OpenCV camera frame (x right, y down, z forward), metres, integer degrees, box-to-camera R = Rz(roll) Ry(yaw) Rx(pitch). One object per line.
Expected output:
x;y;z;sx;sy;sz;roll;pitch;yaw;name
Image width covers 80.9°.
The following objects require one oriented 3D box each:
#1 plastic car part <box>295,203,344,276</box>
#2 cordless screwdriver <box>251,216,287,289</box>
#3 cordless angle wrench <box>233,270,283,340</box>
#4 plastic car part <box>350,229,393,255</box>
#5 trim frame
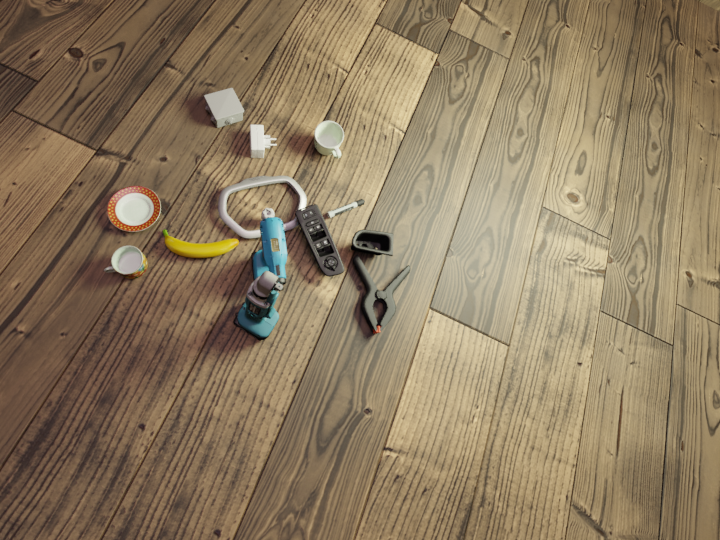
-0.111;-0.073;1.135;0.065;0.067;0.207;-22;77;-20;plastic car part
-0.210;-0.007;0.993;0.073;0.249;0.162;-5;74;-18;cordless screwdriver
-0.207;0.070;0.872;0.097;0.424;0.074;33;68;-5;cordless angle wrench
0.024;-0.070;1.159;0.115;0.071;0.067;8;71;-10;plastic car part
-0.267;-0.181;1.164;0.243;0.027;0.188;-17;75;-17;trim frame
